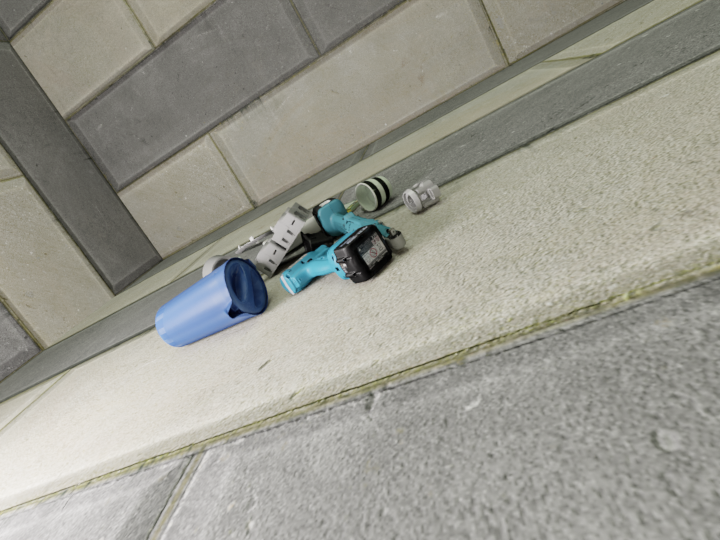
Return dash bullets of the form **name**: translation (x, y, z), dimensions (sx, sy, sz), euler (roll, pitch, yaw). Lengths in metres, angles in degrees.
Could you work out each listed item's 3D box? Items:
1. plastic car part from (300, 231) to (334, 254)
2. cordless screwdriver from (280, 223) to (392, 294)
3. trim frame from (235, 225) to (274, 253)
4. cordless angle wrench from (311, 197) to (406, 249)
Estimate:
- **plastic car part**: translation (-0.105, -0.068, 1.069), dimensions (0.070, 0.064, 0.121), euler (-20, 18, -15)
- **cordless screwdriver**: translation (-0.044, -0.029, 0.847), dimensions (0.258, 0.073, 0.157), euler (-15, 23, 49)
- **trim frame**: translation (-0.286, -0.109, 1.303), dimensions (0.189, 0.027, 0.242), euler (-25, 5, 31)
- **cordless angle wrench**: translation (-0.007, -0.098, 0.957), dimensions (0.074, 0.095, 0.440), euler (-34, 23, -11)
